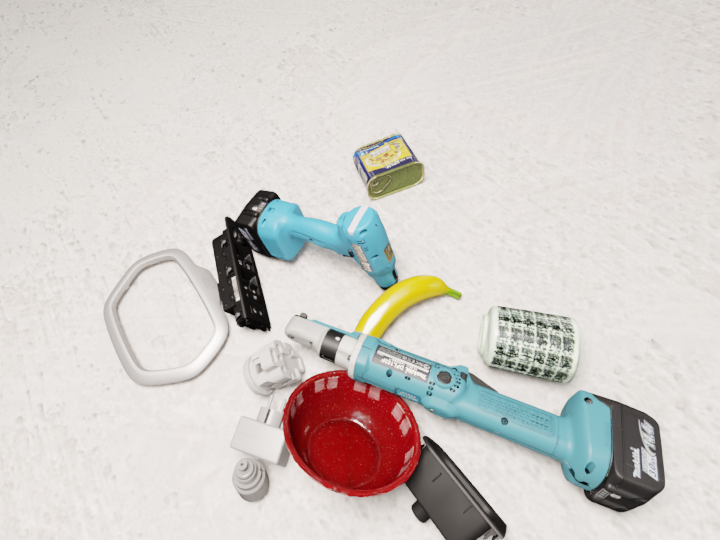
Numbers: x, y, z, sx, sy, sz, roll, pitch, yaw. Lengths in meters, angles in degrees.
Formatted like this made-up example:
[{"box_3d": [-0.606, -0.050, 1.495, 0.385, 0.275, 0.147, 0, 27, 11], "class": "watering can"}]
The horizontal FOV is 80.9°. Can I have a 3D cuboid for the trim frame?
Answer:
[{"box_3d": [-0.311, 0.067, 0.676, 0.183, 0.026, 0.261, -37, 59, -10], "class": "trim frame"}]

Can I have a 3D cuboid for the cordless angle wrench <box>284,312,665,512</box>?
[{"box_3d": [0.098, 0.140, 0.506, 0.437, 0.072, 0.098, 18, 48, 18], "class": "cordless angle wrench"}]

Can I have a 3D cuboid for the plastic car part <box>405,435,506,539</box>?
[{"box_3d": [0.093, 0.256, 0.472, 0.071, 0.063, 0.123, -47, 59, -1], "class": "plastic car part"}]

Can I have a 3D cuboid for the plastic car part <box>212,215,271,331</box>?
[{"box_3d": [-0.197, 0.007, 0.673, 0.068, 0.062, 0.211, -31, 57, 21], "class": "plastic car part"}]

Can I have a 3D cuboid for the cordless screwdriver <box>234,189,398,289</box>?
[{"box_3d": [-0.063, -0.041, 0.644, 0.262, 0.151, 0.074, 13, 59, 33], "class": "cordless screwdriver"}]
